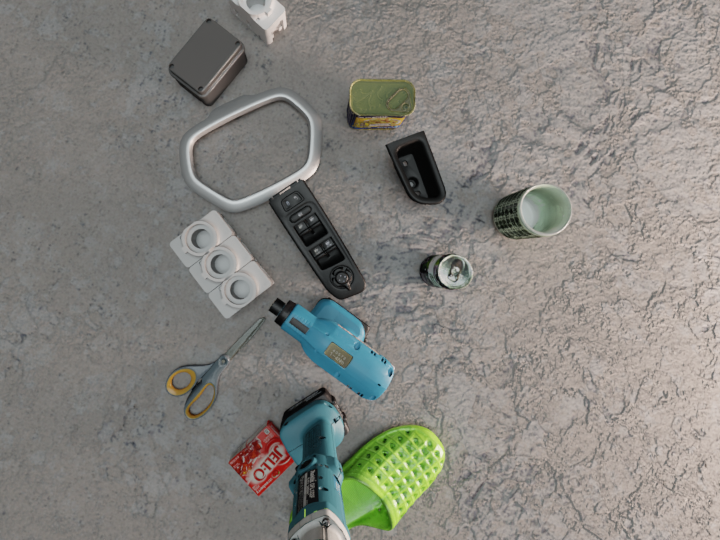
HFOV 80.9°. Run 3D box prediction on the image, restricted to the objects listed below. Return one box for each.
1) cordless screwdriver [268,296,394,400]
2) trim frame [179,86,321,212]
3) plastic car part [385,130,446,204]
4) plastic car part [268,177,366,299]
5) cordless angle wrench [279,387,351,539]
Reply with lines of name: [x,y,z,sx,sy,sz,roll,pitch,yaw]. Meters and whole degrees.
cordless screwdriver: [-0.049,0.083,0.585,0.159,0.250,0.074,36,87,-4]
trim frame: [-0.180,-0.205,0.706,0.248,0.027,0.184,-28,89,-2]
plastic car part: [0.087,-0.155,0.687,0.066,0.071,0.117,-21,90,-4]
plastic car part: [-0.067,-0.044,0.681,0.066,0.067,0.203,-33,89,-4]
cordless angle wrench: [-0.051,0.248,0.491,0.098,0.425,0.074,-32,94,-5]
